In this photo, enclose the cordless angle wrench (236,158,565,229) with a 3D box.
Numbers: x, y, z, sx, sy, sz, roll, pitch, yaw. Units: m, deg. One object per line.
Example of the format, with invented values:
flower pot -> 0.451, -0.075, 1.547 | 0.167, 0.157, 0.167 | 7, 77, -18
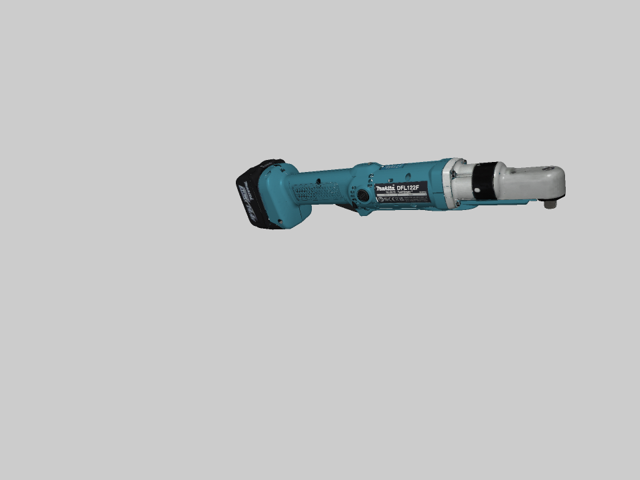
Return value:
cordless angle wrench -> 0.066, -0.064, 0.532 | 0.423, 0.098, 0.074 | 3, 30, 39
